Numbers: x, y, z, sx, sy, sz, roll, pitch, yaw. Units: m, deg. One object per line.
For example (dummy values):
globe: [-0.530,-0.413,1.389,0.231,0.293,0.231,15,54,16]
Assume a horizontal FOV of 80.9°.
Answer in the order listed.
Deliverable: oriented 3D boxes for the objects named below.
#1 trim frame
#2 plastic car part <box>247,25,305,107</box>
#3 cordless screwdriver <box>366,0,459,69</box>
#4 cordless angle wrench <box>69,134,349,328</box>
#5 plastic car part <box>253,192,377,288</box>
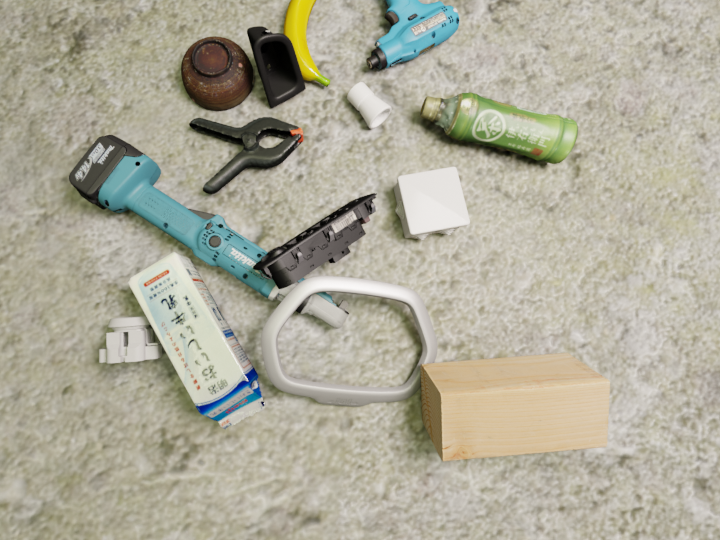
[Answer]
trim frame: [-0.012,0.101,0.576,0.243,0.028,0.183,7,95,-12]
plastic car part: [-0.136,-0.318,0.636,0.065,0.112,0.074,-32,63,-9]
cordless screwdriver: [0.028,-0.448,0.677,0.158,0.074,0.250,-31,87,-7]
cordless angle wrench: [-0.203,-0.039,0.601,0.424,0.074,0.098,33,80,2]
plastic car part: [-0.057,-0.037,0.580,0.199,0.069,0.065,-32,110,-28]
